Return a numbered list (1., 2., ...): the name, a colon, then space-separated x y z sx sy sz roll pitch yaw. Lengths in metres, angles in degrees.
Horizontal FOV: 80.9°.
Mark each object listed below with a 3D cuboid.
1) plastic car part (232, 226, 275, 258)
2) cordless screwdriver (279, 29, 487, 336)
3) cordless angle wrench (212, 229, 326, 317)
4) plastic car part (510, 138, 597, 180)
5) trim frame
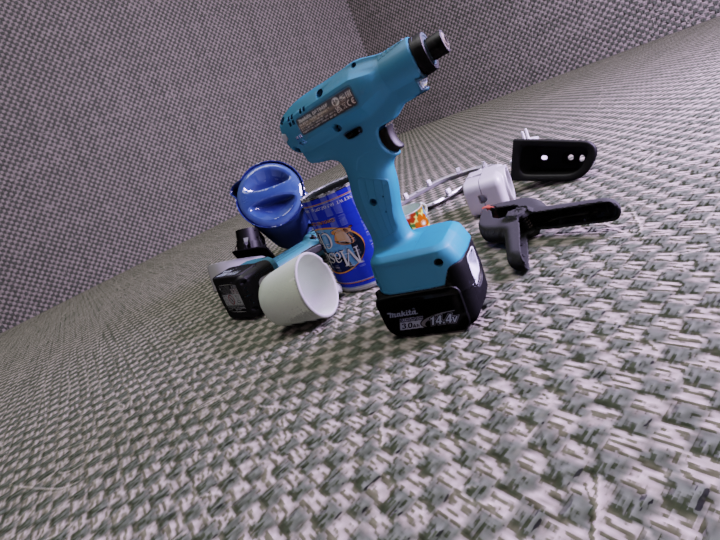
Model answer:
1. plastic car part: -0.206 -0.048 0.821 0.066 0.067 0.204 -4 0 -7
2. cordless screwdriver: 0.045 -0.068 0.381 0.164 0.244 0.073 -20 13 34
3. cordless angle wrench: -0.077 -0.051 0.791 0.102 0.073 0.414 -8 22 45
4. plastic car part: 0.304 -0.172 0.650 0.123 0.065 0.068 13 23 41
5. trim frame: 0.172 -0.176 0.890 0.243 0.027 0.192 -30 19 -24
